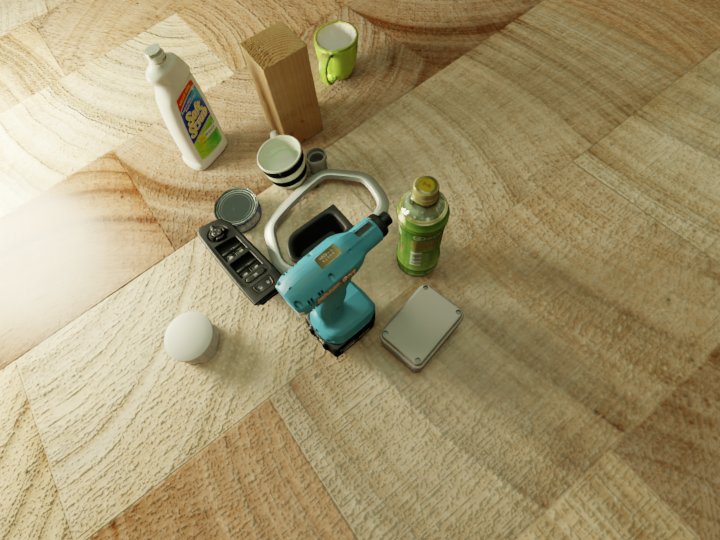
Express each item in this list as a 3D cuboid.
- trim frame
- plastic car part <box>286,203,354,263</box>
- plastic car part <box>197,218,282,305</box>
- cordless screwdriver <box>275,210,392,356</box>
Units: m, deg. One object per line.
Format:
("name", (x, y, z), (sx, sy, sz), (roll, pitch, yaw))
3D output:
("trim frame", (-0.062, -0.087, 0.765), (0.192, 0.026, 0.247), (37, 75, 23))
("plastic car part", (-0.071, -0.046, 0.722), (0.116, 0.068, 0.069), (-36, 66, -10))
("plastic car part", (-0.206, -0.016, 0.732), (0.066, 0.064, 0.212), (-41, 65, -12))
("cordless screwdriver", (-0.019, 0.025, 0.582), (0.158, 0.240, 0.077), (-40, 69, -13))
